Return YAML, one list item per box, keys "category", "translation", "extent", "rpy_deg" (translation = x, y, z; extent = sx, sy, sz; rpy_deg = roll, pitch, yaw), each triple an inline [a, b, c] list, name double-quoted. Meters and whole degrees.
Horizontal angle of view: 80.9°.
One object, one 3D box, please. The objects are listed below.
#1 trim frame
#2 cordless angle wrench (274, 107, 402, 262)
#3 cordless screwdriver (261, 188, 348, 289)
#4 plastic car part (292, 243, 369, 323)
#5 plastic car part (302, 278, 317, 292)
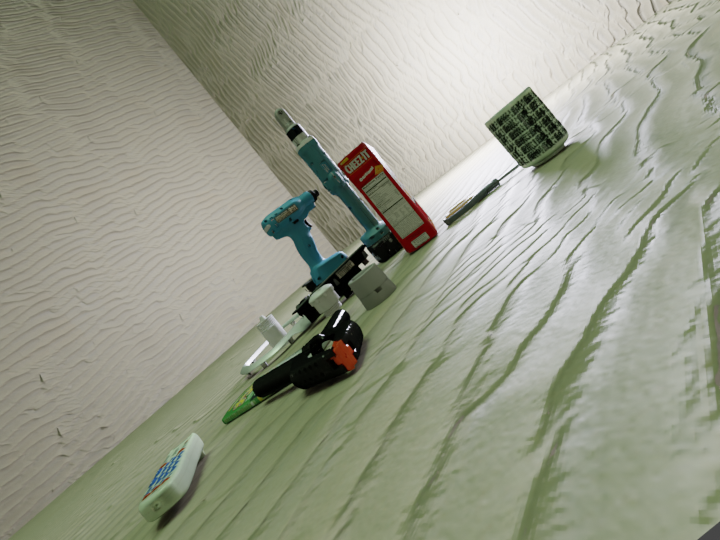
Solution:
- category: "trim frame"
  translation: [-0.172, 0.148, 0.926]
  extent: [0.187, 0.027, 0.245]
  rpy_deg: [-36, 6, 33]
- category: "cordless angle wrench"
  translation: [-0.058, -0.204, 0.967]
  extent: [0.074, 0.423, 0.098]
  rpy_deg: [-39, -1, -5]
- category: "cordless screwdriver"
  translation: [-0.096, -0.063, 0.982]
  extent: [0.157, 0.249, 0.075]
  rpy_deg: [-40, 0, -22]
- category: "plastic car part"
  translation: [-0.053, 0.034, 0.859]
  extent: [0.202, 0.067, 0.067]
  rpy_deg: [-40, 2, -9]
- category: "plastic car part"
  translation: [-0.082, 0.031, 1.054]
  extent: [0.115, 0.071, 0.066]
  rpy_deg: [-40, 2, -13]
